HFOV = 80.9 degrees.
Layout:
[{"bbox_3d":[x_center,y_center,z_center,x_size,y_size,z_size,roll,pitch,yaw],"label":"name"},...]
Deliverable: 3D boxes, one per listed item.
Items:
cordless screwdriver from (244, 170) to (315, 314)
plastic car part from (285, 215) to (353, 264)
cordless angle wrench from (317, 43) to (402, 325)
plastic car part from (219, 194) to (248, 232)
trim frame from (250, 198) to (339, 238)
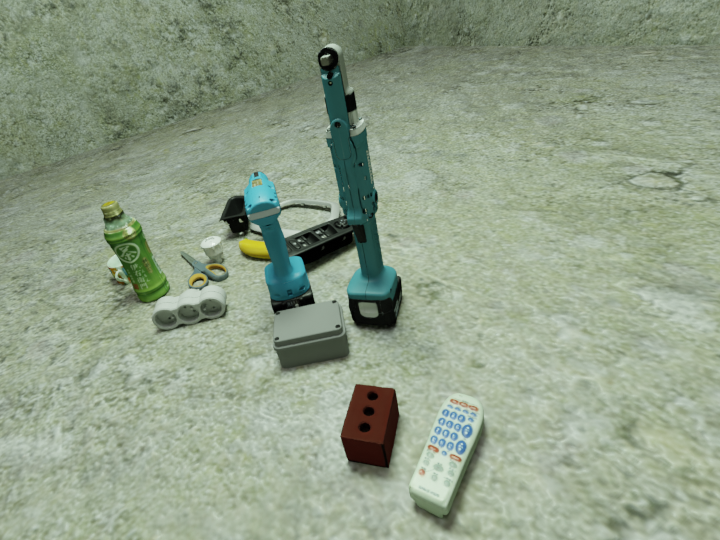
[{"bbox_3d":[-0.146,-0.045,0.735,0.074,0.239,0.166,-16,33,-7],"label":"cordless screwdriver"},{"bbox_3d":[-0.087,-0.057,0.885,0.199,0.064,0.070,-29,37,-22],"label":"plastic car part"},{"bbox_3d":[-0.003,-0.102,0.616,0.077,0.407,0.098,1,34,19],"label":"cordless angle wrench"},{"bbox_3d":[-0.309,-0.137,1.077,0.066,0.068,0.120,-11,34,3],"label":"plastic car part"},{"bbox_3d":[-0.163,-0.129,1.049,0.261,0.026,0.182,12,42,33],"label":"trim frame"}]
